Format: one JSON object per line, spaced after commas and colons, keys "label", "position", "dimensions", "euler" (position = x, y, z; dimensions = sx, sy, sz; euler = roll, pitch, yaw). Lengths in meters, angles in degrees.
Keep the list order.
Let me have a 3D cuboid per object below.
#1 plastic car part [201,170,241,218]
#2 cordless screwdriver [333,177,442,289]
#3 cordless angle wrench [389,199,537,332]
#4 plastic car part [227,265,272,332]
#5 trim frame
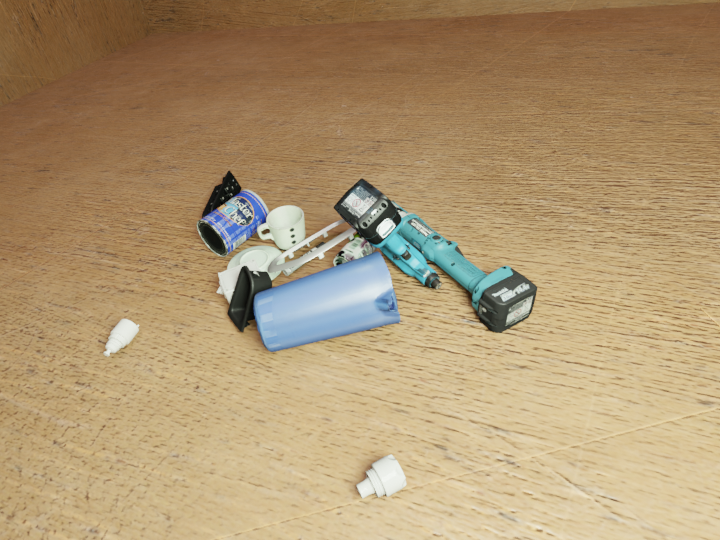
{"label": "plastic car part", "position": [-0.374, -0.183, 1.121], "dimensions": [0.068, 0.063, 0.209], "euler": [-13, 42, 9]}
{"label": "cordless screwdriver", "position": [0.062, -0.054, 0.778], "dimensions": [0.074, 0.235, 0.168], "euler": [-46, 53, 2]}
{"label": "cordless angle wrench", "position": [0.158, -0.046, 0.868], "dimensions": [0.096, 0.071, 0.447], "euler": [-24, 42, -18]}
{"label": "plastic car part", "position": [-0.202, 0.050, 0.810], "dimensions": [0.067, 0.116, 0.070], "euler": [4, 25, -45]}
{"label": "trim frame", "position": [-0.087, -0.057, 0.891], "dimensions": [0.245, 0.027, 0.192], "euler": [-36, 20, -21]}
